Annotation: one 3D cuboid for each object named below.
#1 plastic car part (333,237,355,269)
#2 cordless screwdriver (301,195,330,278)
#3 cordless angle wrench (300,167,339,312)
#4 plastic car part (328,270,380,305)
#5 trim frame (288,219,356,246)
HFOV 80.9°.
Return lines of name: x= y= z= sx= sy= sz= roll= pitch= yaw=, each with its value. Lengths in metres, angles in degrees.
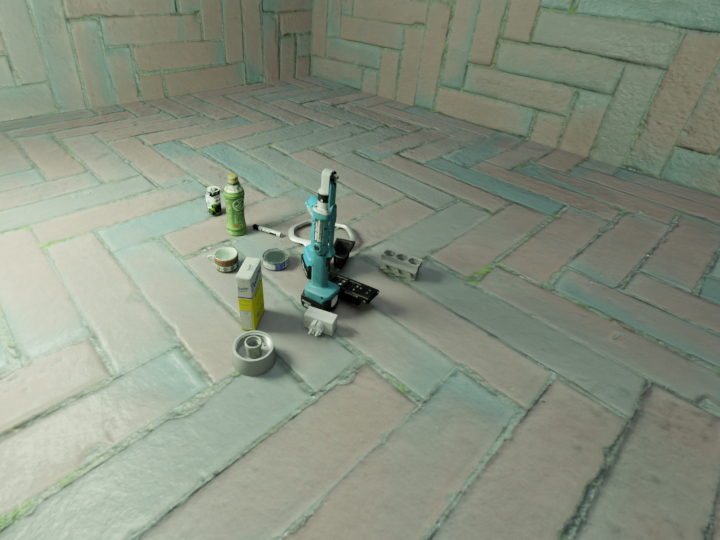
plastic car part: x=-0.063 y=-0.047 z=1.370 sx=0.067 sy=0.069 sz=0.117 roll=11 pitch=36 yaw=8
cordless screwdriver: x=-0.124 y=-0.081 z=1.265 sx=0.072 sy=0.242 sz=0.167 roll=-7 pitch=37 yaw=-20
cordless angle wrench: x=-0.097 y=-0.068 z=1.104 sx=0.102 sy=0.412 sz=0.073 roll=25 pitch=38 yaw=24
plastic car part: x=-0.048 y=0.053 z=1.236 sx=0.212 sy=0.065 sz=0.065 roll=24 pitch=39 yaw=26
trim frame: x=-0.137 y=-0.128 z=1.514 sx=0.254 sy=0.027 sz=0.185 roll=11 pitch=36 yaw=10
